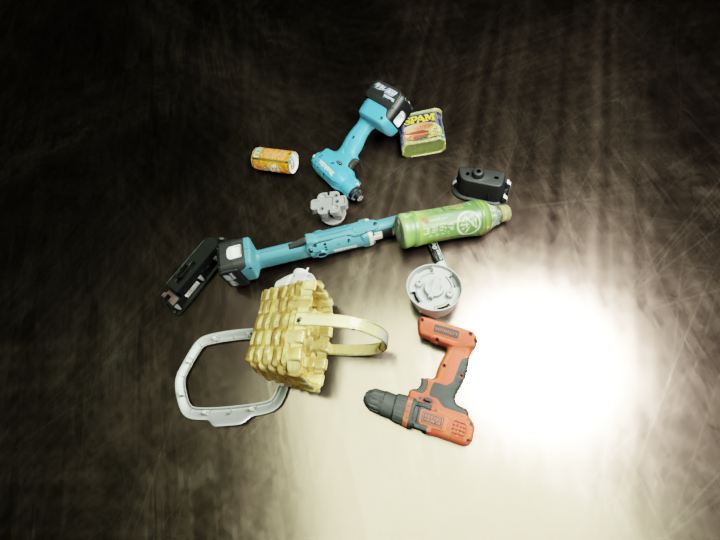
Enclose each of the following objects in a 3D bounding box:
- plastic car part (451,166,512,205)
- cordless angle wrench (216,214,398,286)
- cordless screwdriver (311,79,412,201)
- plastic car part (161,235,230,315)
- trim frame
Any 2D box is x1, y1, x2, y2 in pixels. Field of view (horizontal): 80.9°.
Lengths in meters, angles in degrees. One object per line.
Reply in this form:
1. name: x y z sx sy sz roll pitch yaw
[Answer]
1. plastic car part: 0.245 -0.180 0.858 0.120 0.068 0.066 15 69 17
2. cordless angle wrench: -0.087 -0.057 0.886 0.425 0.094 0.077 -13 64 4
3. cordless screwdriver: 0.015 -0.282 0.938 0.249 0.071 0.167 -48 62 12
4. plastic car part: -0.372 -0.003 0.949 0.070 0.064 0.202 30 73 31
5. trim frame: -0.255 0.207 0.834 0.252 0.026 0.189 -8 64 9
